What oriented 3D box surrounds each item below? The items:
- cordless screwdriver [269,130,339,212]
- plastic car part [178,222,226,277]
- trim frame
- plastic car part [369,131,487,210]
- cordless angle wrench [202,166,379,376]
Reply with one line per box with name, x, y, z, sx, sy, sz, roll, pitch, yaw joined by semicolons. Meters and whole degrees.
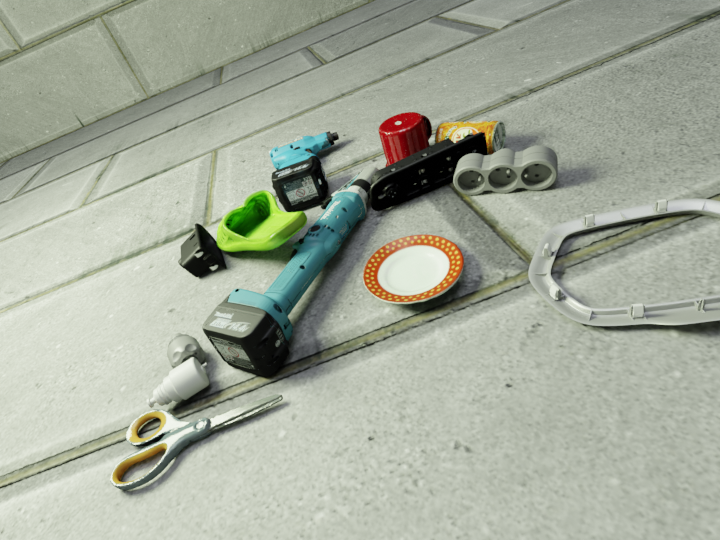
cordless screwdriver;-0.107;-0.220;0.866;0.160;0.071;0.258;-21;34;3
plastic car part;-0.291;-0.029;0.752;0.071;0.062;0.123;-43;36;-3
trim frame;0.309;-0.014;0.436;0.254;0.026;0.189;-10;40;15
plastic car part;0.099;-0.166;0.686;0.203;0.063;0.070;-27;50;-2
cordless angle wrench;-0.062;-0.040;0.633;0.102;0.071;0.422;4;43;31
